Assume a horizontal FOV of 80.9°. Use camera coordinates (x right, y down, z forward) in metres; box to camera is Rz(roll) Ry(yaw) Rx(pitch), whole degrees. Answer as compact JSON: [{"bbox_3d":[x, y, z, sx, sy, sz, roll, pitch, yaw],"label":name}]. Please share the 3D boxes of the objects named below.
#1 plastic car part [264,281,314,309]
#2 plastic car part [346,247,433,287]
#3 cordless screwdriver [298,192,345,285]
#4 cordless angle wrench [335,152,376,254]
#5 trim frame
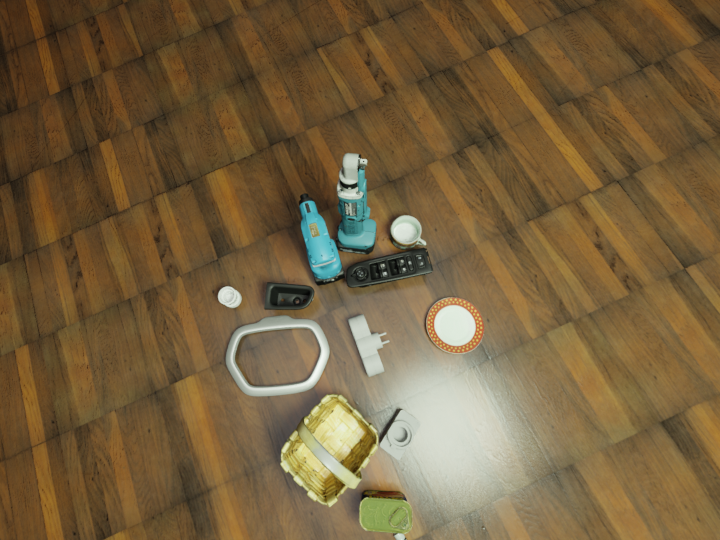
[{"bbox_3d":[-0.165,0.069,1.018,0.118,0.069,0.067,2,74,6],"label":"plastic car part"},{"bbox_3d":[0.064,0.000,1.016,0.204,0.065,0.068,-11,73,2],"label":"plastic car part"},{"bbox_3d":[-0.094,-0.061,0.960,0.074,0.243,0.163,-17,74,-3],"label":"cordless screwdriver"},{"bbox_3d":[-0.014,-0.130,0.884,0.099,0.413,0.075,8,75,3],"label":"cordless angle wrench"},{"bbox_3d":[-0.197,0.199,1.003,0.250,0.027,0.188,-8,72,4],"label":"trim frame"}]
